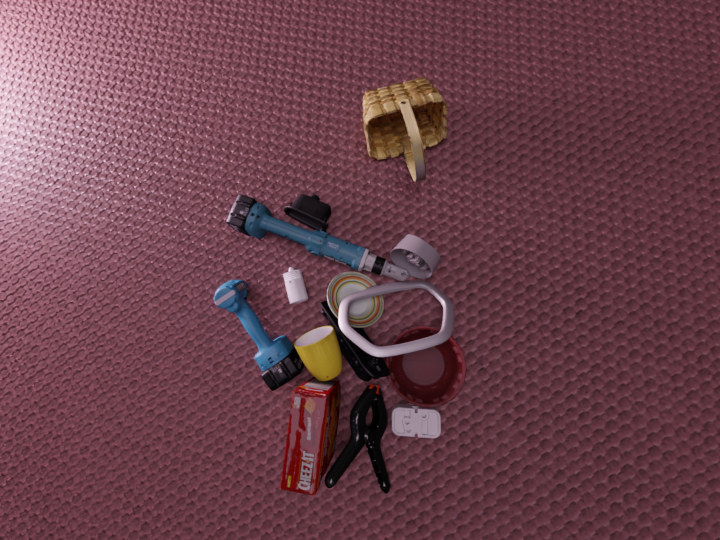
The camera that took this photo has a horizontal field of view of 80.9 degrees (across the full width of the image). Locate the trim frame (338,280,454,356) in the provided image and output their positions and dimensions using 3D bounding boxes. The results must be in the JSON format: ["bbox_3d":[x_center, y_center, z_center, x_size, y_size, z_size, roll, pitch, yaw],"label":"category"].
[{"bbox_3d":[0.076,0.093,0.884,0.245,0.026,0.193,-14,48,-10],"label":"trim frame"}]

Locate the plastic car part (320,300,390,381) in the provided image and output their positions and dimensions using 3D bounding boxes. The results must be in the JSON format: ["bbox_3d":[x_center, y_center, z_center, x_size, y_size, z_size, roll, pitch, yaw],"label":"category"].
[{"bbox_3d":[-0.021,0.154,0.899,0.213,0.063,0.067,48,118,30],"label":"plastic car part"}]

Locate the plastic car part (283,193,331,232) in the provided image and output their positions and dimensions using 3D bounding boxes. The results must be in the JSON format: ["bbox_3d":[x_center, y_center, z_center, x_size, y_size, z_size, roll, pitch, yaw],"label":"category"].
[{"bbox_3d":[-0.116,-0.144,0.993,0.120,0.064,0.071,30,70,14],"label":"plastic car part"}]

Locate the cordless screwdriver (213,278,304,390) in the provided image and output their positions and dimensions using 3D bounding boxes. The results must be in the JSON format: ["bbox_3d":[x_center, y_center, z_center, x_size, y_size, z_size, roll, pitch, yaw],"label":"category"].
[{"bbox_3d":[-0.221,0.127,0.929,0.074,0.160,0.248,-34,94,2],"label":"cordless screwdriver"}]

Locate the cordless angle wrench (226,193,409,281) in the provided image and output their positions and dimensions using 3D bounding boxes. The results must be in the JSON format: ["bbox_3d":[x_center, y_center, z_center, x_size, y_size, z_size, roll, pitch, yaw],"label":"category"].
[{"bbox_3d":[-0.094,-0.061,0.957,0.430,0.096,0.074,21,80,8],"label":"cordless angle wrench"}]
